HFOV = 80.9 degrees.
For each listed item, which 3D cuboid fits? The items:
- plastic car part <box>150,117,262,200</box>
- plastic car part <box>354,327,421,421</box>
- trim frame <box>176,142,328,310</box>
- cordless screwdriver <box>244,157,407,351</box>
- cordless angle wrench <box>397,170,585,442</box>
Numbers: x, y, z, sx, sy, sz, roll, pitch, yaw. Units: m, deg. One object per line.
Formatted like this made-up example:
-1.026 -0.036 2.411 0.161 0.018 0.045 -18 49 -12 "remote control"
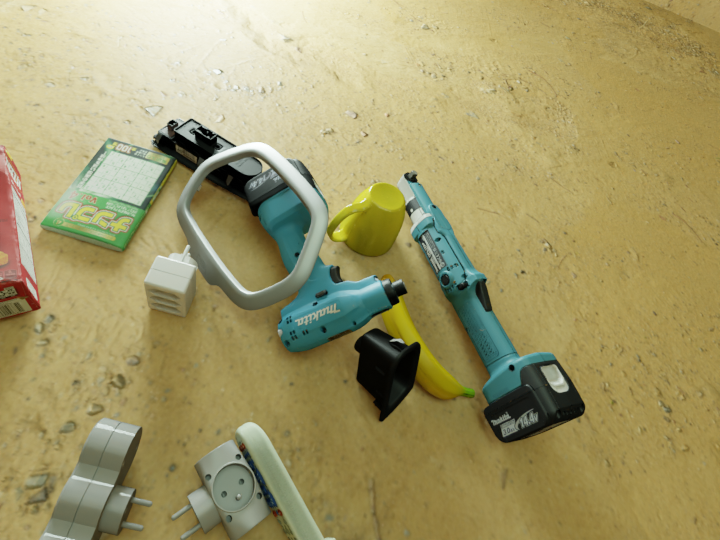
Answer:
-0.223 -0.180 0.651 0.205 0.067 0.066 35 46 5 "plastic car part"
0.025 0.109 0.499 0.075 0.113 0.065 29 49 31 "plastic car part"
-0.148 -0.065 0.547 0.184 0.026 0.259 -43 65 2 "trim frame"
-0.054 -0.035 0.551 0.161 0.071 0.258 -25 63 9 "cordless screwdriver"
0.144 0.014 0.611 0.071 0.098 0.441 1 51 -32 "cordless angle wrench"
